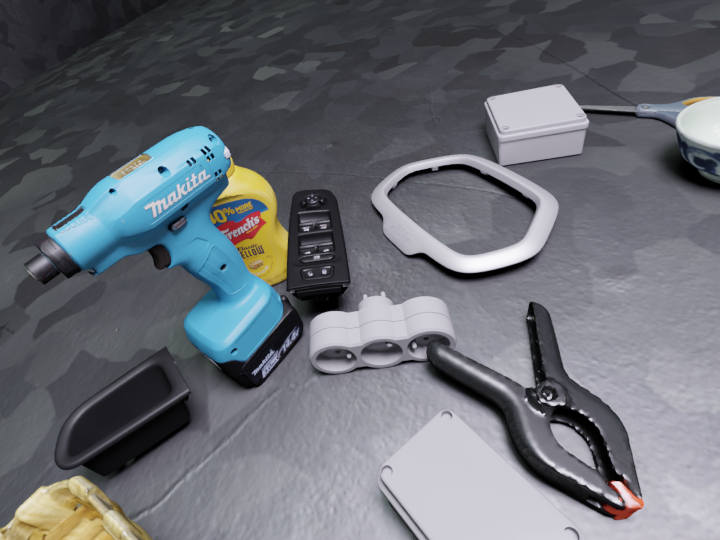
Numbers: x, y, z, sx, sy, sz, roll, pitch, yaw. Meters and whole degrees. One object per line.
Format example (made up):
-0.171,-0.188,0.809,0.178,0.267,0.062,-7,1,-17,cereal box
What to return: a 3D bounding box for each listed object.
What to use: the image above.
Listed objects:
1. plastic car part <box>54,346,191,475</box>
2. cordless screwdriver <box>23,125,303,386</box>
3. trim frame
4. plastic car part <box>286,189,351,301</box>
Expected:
-0.210,0.142,0.396,0.115,0.068,0.070,-37,46,-18,plastic car part
-0.148,0.018,0.375,0.078,0.238,0.158,22,55,33,cordless screwdriver
0.119,-0.082,0.535,0.182,0.026,0.262,-29,44,-11,trim frame
-0.051,-0.033,0.517,0.067,0.064,0.211,-14,44,4,plastic car part
